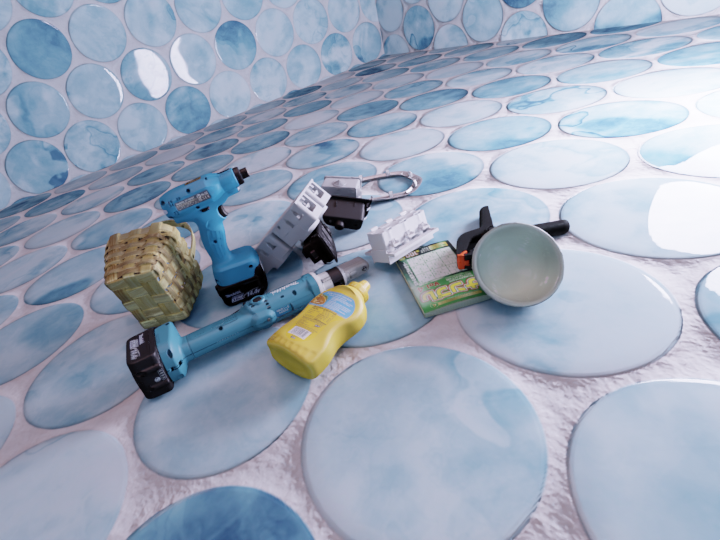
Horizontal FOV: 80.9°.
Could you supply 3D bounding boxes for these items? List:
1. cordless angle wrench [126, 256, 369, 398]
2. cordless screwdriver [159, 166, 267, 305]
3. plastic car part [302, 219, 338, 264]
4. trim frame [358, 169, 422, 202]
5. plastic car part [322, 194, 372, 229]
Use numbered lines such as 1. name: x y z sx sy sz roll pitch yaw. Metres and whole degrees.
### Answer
1. cordless angle wrench: -0.169 0.071 0.715 0.416 0.072 0.103 -25 29 -16
2. cordless screwdriver: -0.240 -0.064 0.786 0.159 0.239 0.078 -24 30 -4
3. plastic car part: -0.083 -0.054 0.845 0.067 0.065 0.206 -40 15 11
4. trim frame: 0.033 -0.213 1.088 0.254 0.026 0.187 -7 34 14
5. plastic car part: -0.037 -0.121 0.931 0.115 0.065 0.073 5 58 -6
